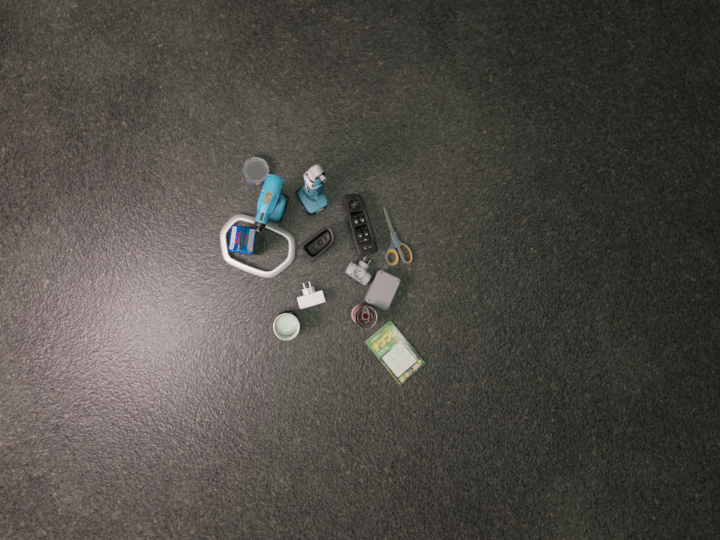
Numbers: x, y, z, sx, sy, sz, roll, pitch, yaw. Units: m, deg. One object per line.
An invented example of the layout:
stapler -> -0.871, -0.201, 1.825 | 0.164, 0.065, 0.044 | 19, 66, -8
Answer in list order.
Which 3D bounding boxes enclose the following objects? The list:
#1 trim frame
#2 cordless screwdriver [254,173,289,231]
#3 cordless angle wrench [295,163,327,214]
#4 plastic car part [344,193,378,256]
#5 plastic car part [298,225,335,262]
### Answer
trim frame -> -0.329, -0.082, 1.351 | 0.248, 0.027, 0.184 | 20, 86, -1
cordless screwdriver -> -0.268, -0.182, 1.249 | 0.074, 0.250, 0.159 | 18, 87, -7
cordless angle wrench -> -0.129, -0.232, 1.172 | 0.074, 0.426, 0.098 | -29, 94, -7
plastic car part -> -0.003, -0.147, 1.351 | 0.066, 0.067, 0.204 | -14, 88, -6
plastic car part -> -0.131, -0.086, 1.339 | 0.116, 0.071, 0.066 | -40, 92, -5
